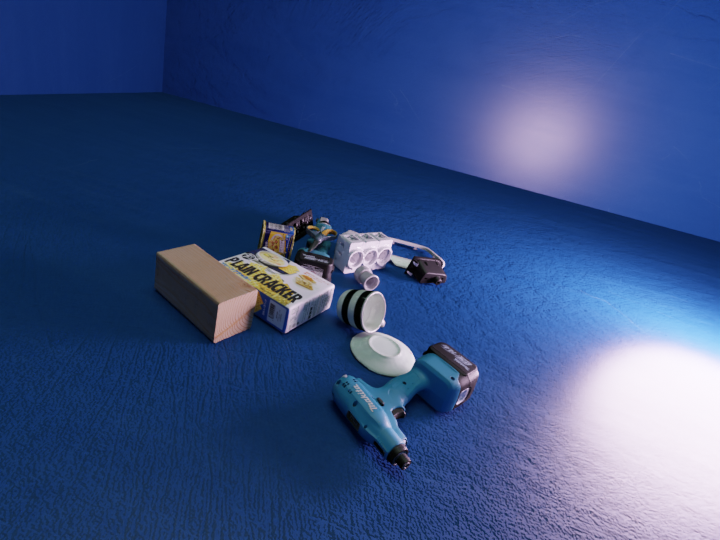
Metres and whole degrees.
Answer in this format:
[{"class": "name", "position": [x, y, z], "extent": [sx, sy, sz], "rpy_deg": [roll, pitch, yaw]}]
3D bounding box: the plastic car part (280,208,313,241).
[{"class": "plastic car part", "position": [-0.201, -0.130, 1.254], "extent": [0.069, 0.065, 0.202], "rpy_deg": [8, 24, 11]}]

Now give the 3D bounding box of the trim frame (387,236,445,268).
[{"class": "trim frame", "position": [0.136, -0.053, 1.297], "extent": [0.250, 0.027, 0.186], "rpy_deg": [15, 24, 1]}]

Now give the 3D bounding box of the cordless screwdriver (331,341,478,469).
[{"class": "cordless screwdriver", "position": [0.094, 0.211, 0.684], "extent": [0.239, 0.073, 0.168], "rpy_deg": [-11, 35, -34]}]

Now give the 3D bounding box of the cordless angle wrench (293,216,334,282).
[{"class": "cordless angle wrench", "position": [-0.115, -0.075, 1.178], "extent": [0.097, 0.073, 0.431], "rpy_deg": [12, 23, -5]}]

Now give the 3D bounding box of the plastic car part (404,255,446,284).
[{"class": "plastic car part", "position": [0.194, 0.008, 1.171], "extent": [0.112, 0.065, 0.074], "rpy_deg": [6, 41, -23]}]
